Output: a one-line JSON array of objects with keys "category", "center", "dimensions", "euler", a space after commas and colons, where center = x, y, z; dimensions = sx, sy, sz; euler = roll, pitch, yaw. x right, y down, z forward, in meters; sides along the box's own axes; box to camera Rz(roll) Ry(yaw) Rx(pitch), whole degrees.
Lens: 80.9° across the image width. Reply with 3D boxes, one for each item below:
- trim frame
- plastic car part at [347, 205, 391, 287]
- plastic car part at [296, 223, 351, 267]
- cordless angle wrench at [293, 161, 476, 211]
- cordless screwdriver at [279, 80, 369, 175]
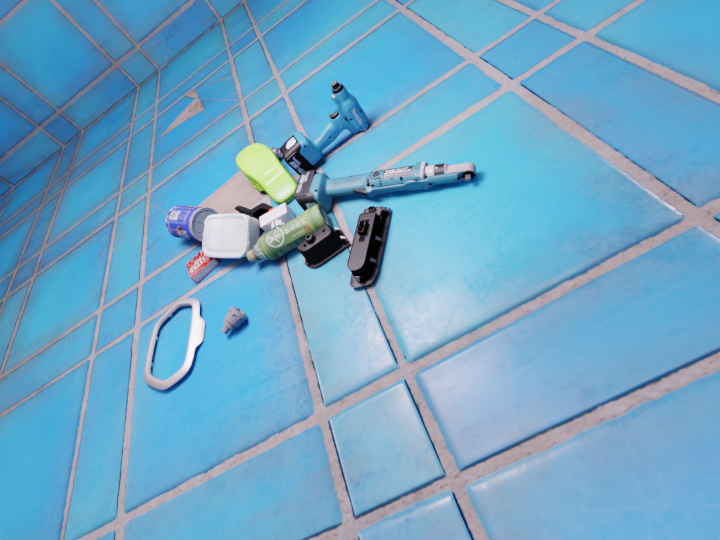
[{"category": "trim frame", "center": [-0.469, 0.179, 1.066], "dimensions": [0.188, 0.026, 0.258], "euler": [-25, 47, 18]}, {"category": "plastic car part", "center": [0.014, -0.061, 0.893], "dimensions": [0.069, 0.063, 0.206], "euler": [-2, 60, 24]}, {"category": "plastic car part", "center": [-0.094, -0.061, 0.956], "dimensions": [0.117, 0.067, 0.069], "euler": [-34, 44, 4]}, {"category": "cordless angle wrench", "center": [0.044, -0.201, 0.968], "dimensions": [0.441, 0.070, 0.099], "euler": [-2, 58, 31]}, {"category": "cordless screwdriver", "center": [-0.110, -0.378, 1.137], "dimensions": [0.250, 0.150, 0.078], "euler": [-36, 45, 9]}]
